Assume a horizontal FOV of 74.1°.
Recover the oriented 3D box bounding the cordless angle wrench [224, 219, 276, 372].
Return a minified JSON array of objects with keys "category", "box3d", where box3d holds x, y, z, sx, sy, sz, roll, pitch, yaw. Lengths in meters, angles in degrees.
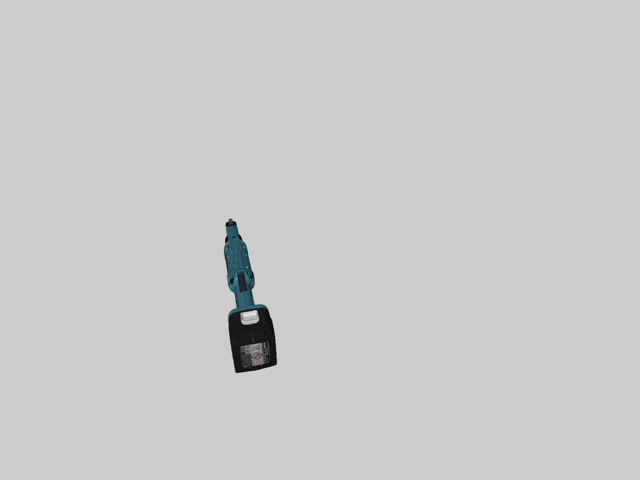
[{"category":"cordless angle wrench","box3d":[-0.164,0.080,0.873,0.074,0.098,0.422,-8,35,-13]}]
